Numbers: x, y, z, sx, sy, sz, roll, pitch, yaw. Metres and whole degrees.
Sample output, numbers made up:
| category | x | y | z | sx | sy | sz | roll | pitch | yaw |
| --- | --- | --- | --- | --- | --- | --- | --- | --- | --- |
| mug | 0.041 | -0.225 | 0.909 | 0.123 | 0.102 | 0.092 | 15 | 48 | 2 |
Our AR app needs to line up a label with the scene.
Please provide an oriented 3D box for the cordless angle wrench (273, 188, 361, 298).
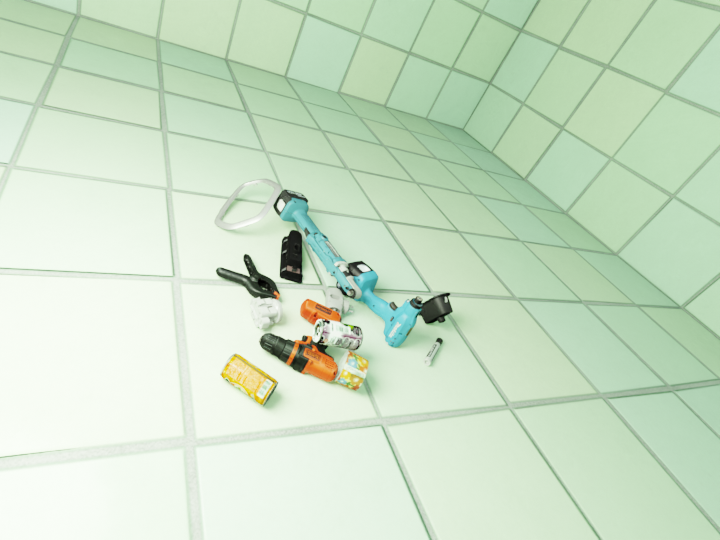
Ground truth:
| category | x | y | z | sx | sy | sz | roll | pitch | yaw |
| --- | --- | --- | --- | --- | --- | --- | --- | --- | --- |
| cordless angle wrench | -0.117 | -0.077 | 1.197 | 0.093 | 0.074 | 0.445 | 7 | 36 | -46 |

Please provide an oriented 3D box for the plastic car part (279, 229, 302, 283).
| category | x | y | z | sx | sy | sz | roll | pitch | yaw |
| --- | --- | --- | --- | --- | --- | --- | --- | --- | --- |
| plastic car part | -0.196 | -0.053 | 1.221 | 0.065 | 0.066 | 0.210 | 9 | 33 | -15 |

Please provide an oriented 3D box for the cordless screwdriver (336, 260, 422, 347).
| category | x | y | z | sx | sy | sz | roll | pitch | yaw |
| --- | --- | --- | --- | --- | --- | --- | --- | --- | --- |
| cordless screwdriver | 0.051 | 0.064 | 1.122 | 0.071 | 0.158 | 0.262 | -9 | 44 | -44 |

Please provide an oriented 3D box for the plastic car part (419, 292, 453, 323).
| category | x | y | z | sx | sy | sz | roll | pitch | yaw |
| --- | --- | --- | --- | --- | --- | --- | --- | --- | --- |
| plastic car part | 0.216 | 0.117 | 1.210 | 0.063 | 0.118 | 0.073 | -1 | 67 | -37 |

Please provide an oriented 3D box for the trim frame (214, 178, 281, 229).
| category | x | y | z | sx | sy | sz | roll | pitch | yaw |
| --- | --- | --- | --- | --- | --- | --- | --- | --- | --- |
| trim frame | -0.340 | -0.204 | 1.277 | 0.190 | 0.026 | 0.252 | 2 | 48 | 19 |
